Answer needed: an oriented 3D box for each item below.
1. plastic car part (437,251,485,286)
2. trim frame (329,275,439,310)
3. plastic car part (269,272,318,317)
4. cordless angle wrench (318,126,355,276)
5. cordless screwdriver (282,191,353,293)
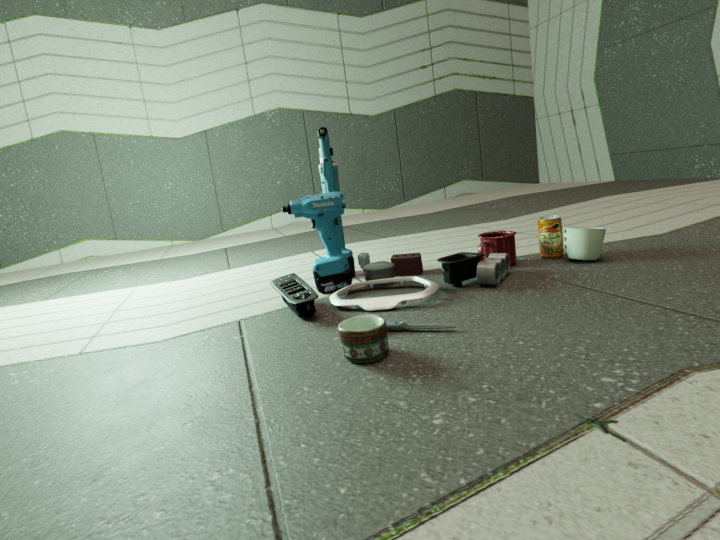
[{"bbox_3d":[0.223,0.000,0.961,0.112,0.070,0.069,-17,14,-36],"label":"plastic car part"},{"bbox_3d":[0.051,0.050,0.952,0.254,0.027,0.183,-5,13,13],"label":"trim frame"},{"bbox_3d":[-0.148,0.059,0.951,0.064,0.066,0.211,-12,13,-22],"label":"plastic car part"},{"bbox_3d":[-0.078,-0.190,1.198,0.075,0.418,0.098,-7,9,3],"label":"cordless angle wrench"},{"bbox_3d":[-0.105,-0.069,1.074,0.160,0.246,0.075,-7,9,3],"label":"cordless screwdriver"}]
